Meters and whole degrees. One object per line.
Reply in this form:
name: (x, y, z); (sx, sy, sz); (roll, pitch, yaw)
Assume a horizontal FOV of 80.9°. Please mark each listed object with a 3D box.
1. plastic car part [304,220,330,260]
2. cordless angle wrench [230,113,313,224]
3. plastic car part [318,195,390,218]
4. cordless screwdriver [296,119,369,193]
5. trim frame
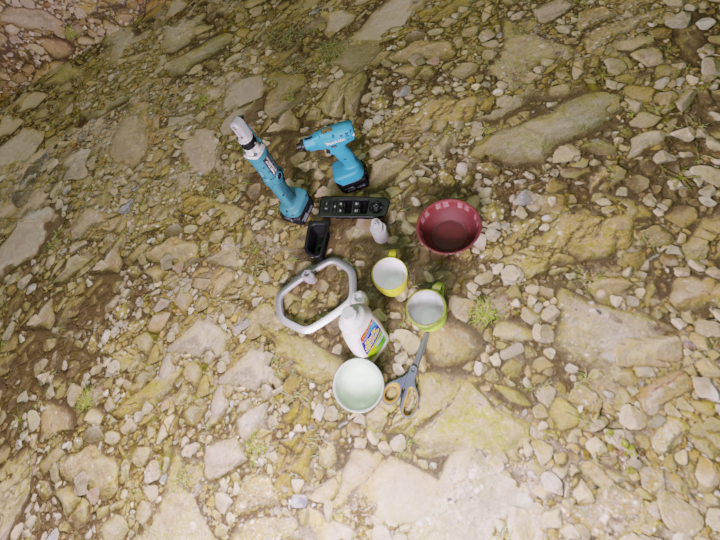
plastic car part: (-0.118, -0.077, 1.202); (0.068, 0.067, 0.118); (1, 66, 18)
cordless angle wrench: (-0.238, -0.260, 1.138); (0.077, 0.403, 0.098); (16, 72, 22)
plastic car part: (-0.015, -0.173, 1.214); (0.209, 0.064, 0.067); (2, 67, 20)
cordless screwdriver: (-0.071, -0.314, 1.201); (0.162, 0.237, 0.077); (-14, 63, 10)
trim frame: (-0.121, 0.065, 1.160); (0.248, 0.026, 0.193); (-36, 59, 0)
